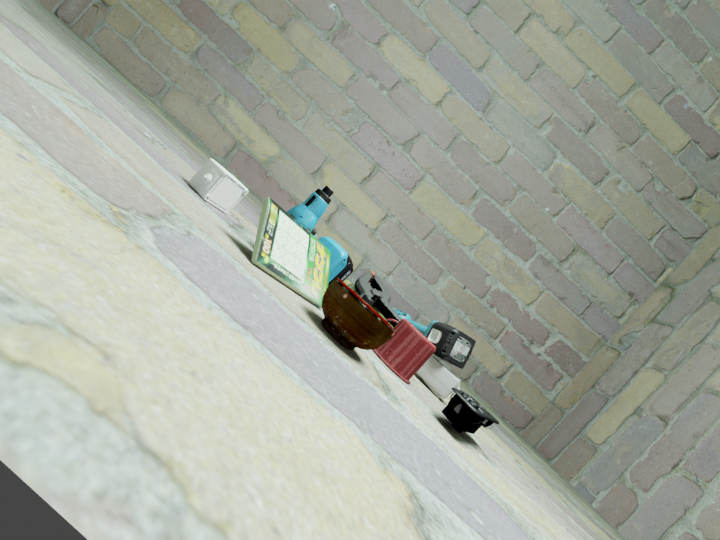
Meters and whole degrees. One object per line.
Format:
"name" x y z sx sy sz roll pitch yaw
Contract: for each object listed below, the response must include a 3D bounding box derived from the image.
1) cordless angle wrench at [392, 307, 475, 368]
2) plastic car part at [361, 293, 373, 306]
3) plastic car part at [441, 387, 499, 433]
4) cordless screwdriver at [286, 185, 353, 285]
"cordless angle wrench" 0.102 0.133 1.115 0.093 0.074 0.445 33 -8 -35
"plastic car part" -0.009 0.071 0.712 0.064 0.071 0.119 41 -2 -14
"plastic car part" 0.181 0.243 0.720 0.070 0.067 0.192 51 1 33
"cordless screwdriver" -0.078 -0.051 0.800 0.078 0.159 0.237 43 -2 25
